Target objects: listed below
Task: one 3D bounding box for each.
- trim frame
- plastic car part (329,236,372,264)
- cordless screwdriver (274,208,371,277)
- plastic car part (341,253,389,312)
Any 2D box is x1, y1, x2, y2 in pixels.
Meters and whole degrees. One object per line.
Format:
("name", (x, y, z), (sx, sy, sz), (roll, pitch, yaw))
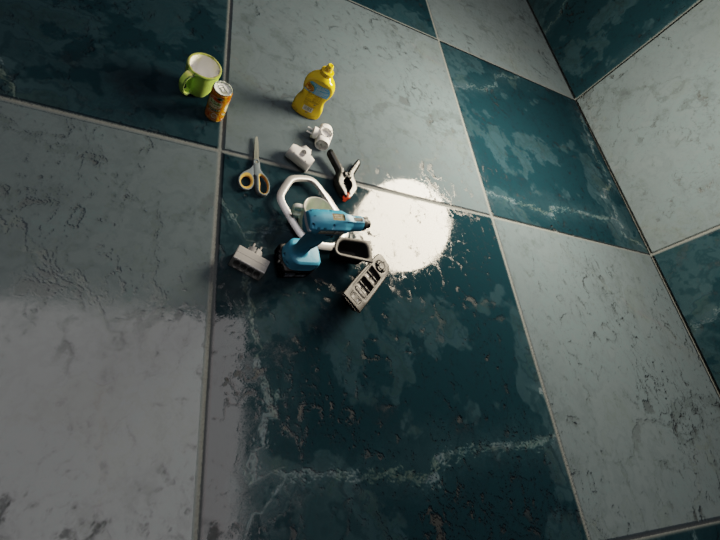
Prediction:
("trim frame", (-0.130, -0.161, 1.173), (0.179, 0.028, 0.253), (-28, 79, -38))
("plastic car part", (-0.035, -0.045, 1.130), (0.112, 0.072, 0.068), (8, 61, -27))
("cordless screwdriver", (-0.097, -0.063, 0.991), (0.152, 0.252, 0.076), (0, 66, -32))
("plastic car part", (0.012, 0.034, 1.112), (0.066, 0.068, 0.201), (44, 51, -3))
